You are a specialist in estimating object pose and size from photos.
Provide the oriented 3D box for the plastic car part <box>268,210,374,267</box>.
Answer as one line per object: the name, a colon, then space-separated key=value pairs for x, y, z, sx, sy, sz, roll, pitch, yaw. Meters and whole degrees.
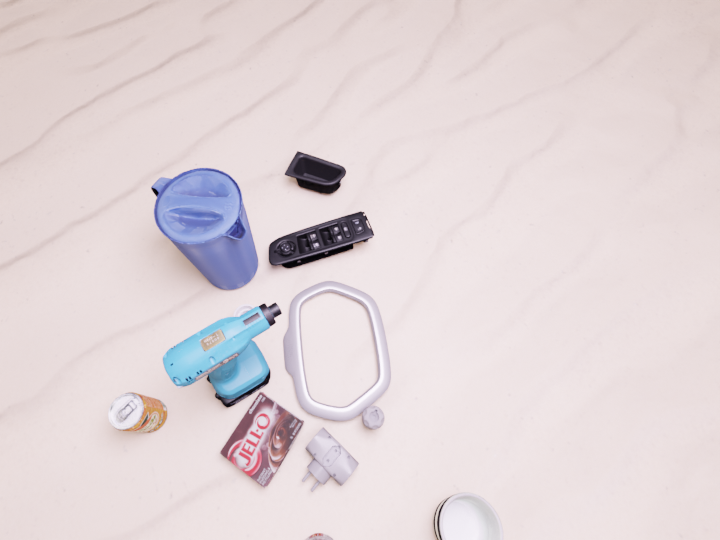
plastic car part: x=-0.080 y=-0.052 z=0.818 sx=0.201 sy=0.065 sz=0.068 roll=-16 pitch=67 yaw=-6

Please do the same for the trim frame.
trim frame: x=-0.045 y=0.133 z=0.749 sx=0.183 sy=0.027 sz=0.256 roll=-9 pitch=65 yaw=-3

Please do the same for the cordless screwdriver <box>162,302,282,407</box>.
cordless screwdriver: x=-0.180 y=0.127 z=0.637 sx=0.157 sy=0.243 sz=0.077 roll=-30 pitch=72 yaw=-14

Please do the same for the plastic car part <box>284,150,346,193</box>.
plastic car part: x=-0.090 y=-0.192 z=0.882 sx=0.119 sy=0.069 sz=0.066 roll=21 pitch=67 yaw=10
